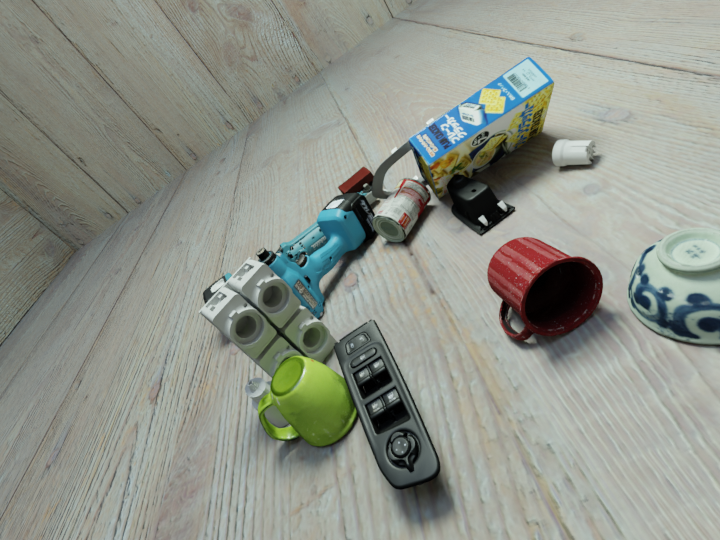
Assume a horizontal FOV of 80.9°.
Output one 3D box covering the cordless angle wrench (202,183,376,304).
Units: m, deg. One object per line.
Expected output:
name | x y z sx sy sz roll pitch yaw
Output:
cordless angle wrench | -0.131 -0.039 0.881 0.421 0.094 0.078 -38 30 -7

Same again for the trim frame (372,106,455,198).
trim frame | 0.123 -0.213 0.781 0.251 0.175 0.028 -37 68 19

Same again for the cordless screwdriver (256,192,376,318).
cordless screwdriver | -0.075 -0.049 0.764 0.078 0.152 0.248 -2 45 46

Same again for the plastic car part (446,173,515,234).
plastic car part | 0.175 -0.120 0.679 0.066 0.067 0.122 -37 34 1

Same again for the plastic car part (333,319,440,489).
plastic car part | 0.030 0.154 0.485 0.066 0.064 0.212 -29 36 1
